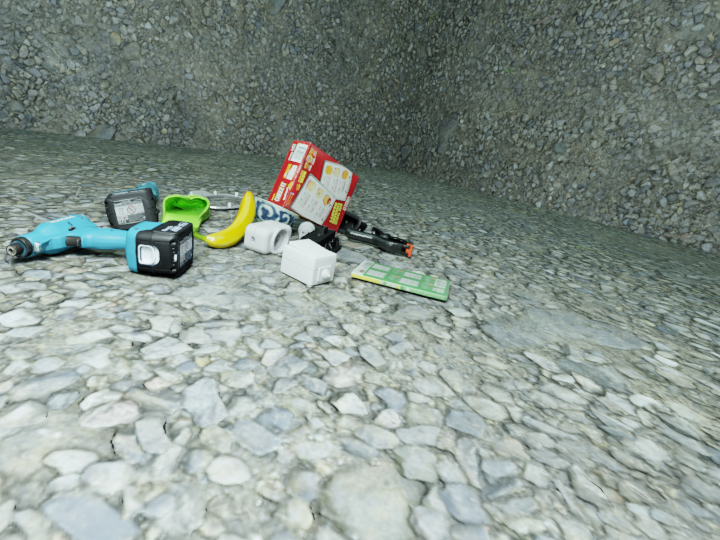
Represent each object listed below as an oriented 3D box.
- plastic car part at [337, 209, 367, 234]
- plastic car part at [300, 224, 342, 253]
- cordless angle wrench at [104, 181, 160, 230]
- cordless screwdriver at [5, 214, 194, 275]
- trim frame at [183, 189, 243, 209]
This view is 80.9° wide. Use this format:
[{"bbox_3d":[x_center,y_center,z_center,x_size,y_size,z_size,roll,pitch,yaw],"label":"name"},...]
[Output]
[{"bbox_3d":[-0.031,-0.128,1.151,0.123,0.066,0.067,26,9,35],"label":"plastic car part"},{"bbox_3d":[-0.088,-0.058,0.901,0.067,0.066,0.201,19,22,7],"label":"plastic car part"},{"bbox_3d":[-0.533,-0.181,1.038,0.096,0.073,0.441,-13,21,-17],"label":"cordless angle wrench"},{"bbox_3d":[-0.406,-0.042,0.679,0.251,0.073,0.160,7,18,5],"label":"cordless screwdriver"},{"bbox_3d":[-0.422,-0.211,1.256,0.193,0.027,0.241,17,21,26],"label":"trim frame"}]
